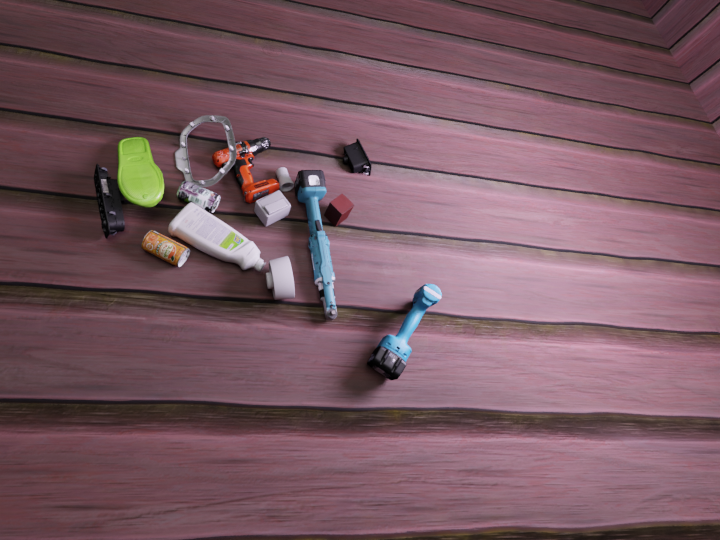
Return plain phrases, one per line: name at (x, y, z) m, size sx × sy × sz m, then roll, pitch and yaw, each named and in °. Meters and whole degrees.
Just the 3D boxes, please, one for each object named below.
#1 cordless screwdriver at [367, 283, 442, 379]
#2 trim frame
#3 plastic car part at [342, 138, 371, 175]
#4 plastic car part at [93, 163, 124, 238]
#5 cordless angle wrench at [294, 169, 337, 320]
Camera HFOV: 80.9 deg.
cordless screwdriver at (0.111, 0.150, 1.069) m, size 0.075 × 0.158 × 0.248 m, roll 33°, pitch 76°, yaw 2°
trim frame at (-0.441, -0.344, 1.200) m, size 0.186 × 0.026 × 0.256 m, roll -21°, pitch 68°, yaw 11°
plastic car part at (-0.018, -0.352, 1.331) m, size 0.070 × 0.064 × 0.121 m, roll -22°, pitch 67°, yaw -10°
plastic car part at (-0.642, -0.172, 1.083) m, size 0.064 × 0.067 × 0.210 m, roll 4°, pitch 57°, yaw -44°
cordless angle wrench at (-0.112, -0.073, 1.148) m, size 0.072 × 0.098 × 0.434 m, roll -4°, pitch 68°, yaw -19°
